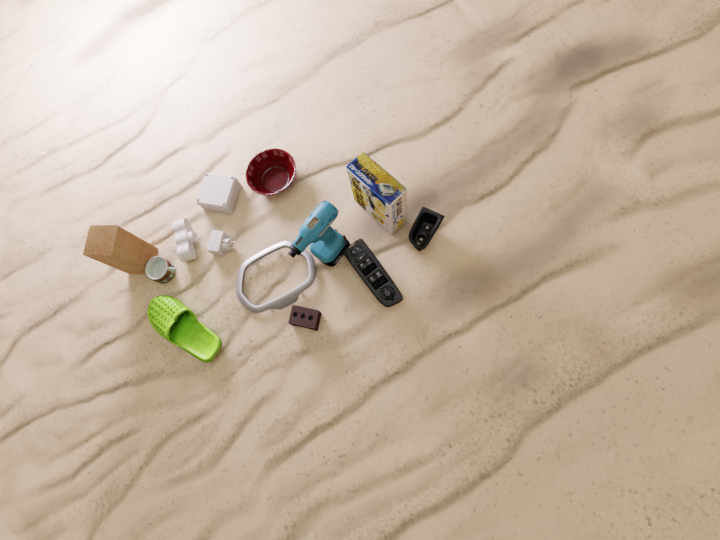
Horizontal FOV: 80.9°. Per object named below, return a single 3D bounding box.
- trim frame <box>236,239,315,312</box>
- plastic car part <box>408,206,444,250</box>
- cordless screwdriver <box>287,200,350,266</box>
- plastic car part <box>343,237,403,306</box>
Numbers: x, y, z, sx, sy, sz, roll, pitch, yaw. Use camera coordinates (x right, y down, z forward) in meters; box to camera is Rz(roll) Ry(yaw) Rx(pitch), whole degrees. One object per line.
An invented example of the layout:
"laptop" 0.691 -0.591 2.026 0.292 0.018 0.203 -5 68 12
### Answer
"trim frame" -0.246 0.019 1.220 0.249 0.026 0.190 -28 69 1
"plastic car part" 0.172 -0.103 1.156 0.068 0.069 0.116 27 79 15
"cordless screwdriver" -0.108 -0.071 1.108 0.077 0.241 0.159 37 82 14
"plastic car part" 0.035 0.014 1.147 0.066 0.065 0.210 -35 70 -3
